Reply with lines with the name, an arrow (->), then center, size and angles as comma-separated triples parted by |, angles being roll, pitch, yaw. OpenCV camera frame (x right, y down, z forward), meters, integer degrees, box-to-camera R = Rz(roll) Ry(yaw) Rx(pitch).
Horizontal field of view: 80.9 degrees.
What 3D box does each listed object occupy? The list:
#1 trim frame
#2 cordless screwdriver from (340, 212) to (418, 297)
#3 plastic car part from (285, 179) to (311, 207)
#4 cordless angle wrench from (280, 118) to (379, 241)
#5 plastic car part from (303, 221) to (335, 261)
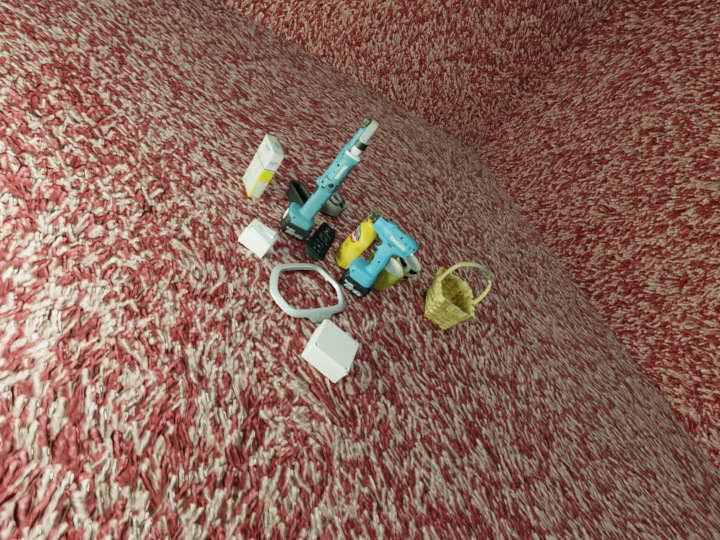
trim frame -> -0.141, 0.056, 1.141 | 0.236, 0.028, 0.192 | -1, 51, -47
cordless screwdriver -> 0.030, -0.043, 1.229 | 0.159, 0.251, 0.074 | 43, 32, -1
plastic car part -> -0.203, -0.232, 1.385 | 0.063, 0.071, 0.121 | -8, 56, -51
cordless angle wrench -> -0.085, -0.254, 1.199 | 0.094, 0.426, 0.076 | 30, 35, -22
plastic car part -> -0.126, -0.082, 1.287 | 0.065, 0.067, 0.204 | 37, 32, -8
